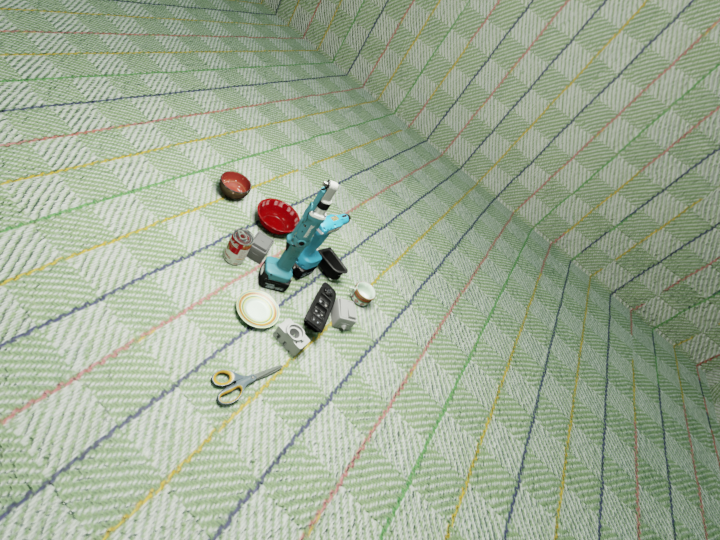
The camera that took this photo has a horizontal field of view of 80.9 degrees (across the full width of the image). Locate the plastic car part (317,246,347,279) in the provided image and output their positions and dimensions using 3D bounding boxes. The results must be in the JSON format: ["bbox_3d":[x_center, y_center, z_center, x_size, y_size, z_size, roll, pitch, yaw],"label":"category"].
[{"bbox_3d":[-0.105,-0.013,1.446,0.063,0.071,0.121,-15,60,-45],"label":"plastic car part"}]

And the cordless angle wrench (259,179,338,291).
[{"bbox_3d":[-0.171,-0.094,1.197,0.094,0.424,0.077,18,43,-25],"label":"cordless angle wrench"}]

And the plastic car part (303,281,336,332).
[{"bbox_3d":[-0.125,0.117,1.298,0.066,0.067,0.204,32,38,-7],"label":"plastic car part"}]

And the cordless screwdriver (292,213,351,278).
[{"bbox_3d":[-0.133,-0.087,1.358,0.076,0.250,0.154,49,39,12],"label":"cordless screwdriver"}]
